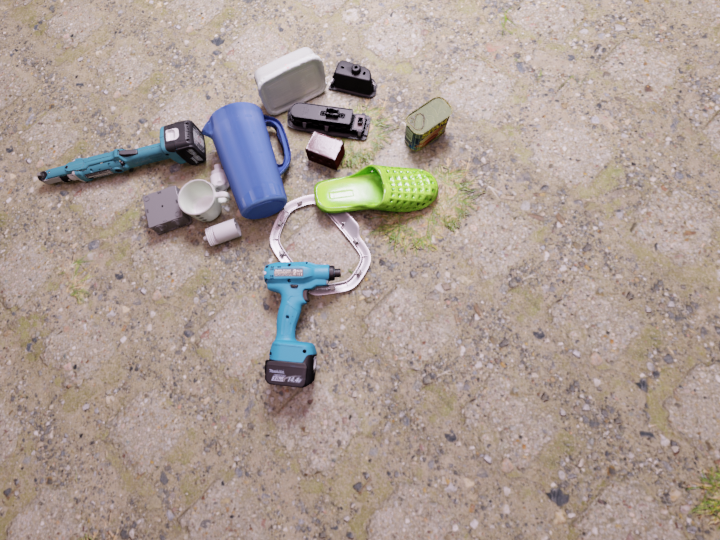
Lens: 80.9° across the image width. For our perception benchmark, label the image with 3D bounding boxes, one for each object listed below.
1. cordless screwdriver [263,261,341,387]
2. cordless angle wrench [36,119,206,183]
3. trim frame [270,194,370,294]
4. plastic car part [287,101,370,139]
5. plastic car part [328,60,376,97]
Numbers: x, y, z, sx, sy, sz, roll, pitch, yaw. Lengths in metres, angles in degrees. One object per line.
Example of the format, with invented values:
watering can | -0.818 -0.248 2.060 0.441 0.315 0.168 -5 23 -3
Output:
cordless screwdriver | -0.117 0.105 0.859 0.161 0.072 0.252 -2 78 6
cordless angle wrench | -0.588 -0.267 1.027 0.428 0.095 0.076 -11 76 8
trim frame | -0.091 -0.060 0.935 0.183 0.027 0.257 -38 72 -5
plastic car part | -0.082 -0.358 1.000 0.207 0.065 0.066 10 84 12
plastic car part | -0.016 -0.466 1.014 0.120 0.069 0.066 20 80 13
